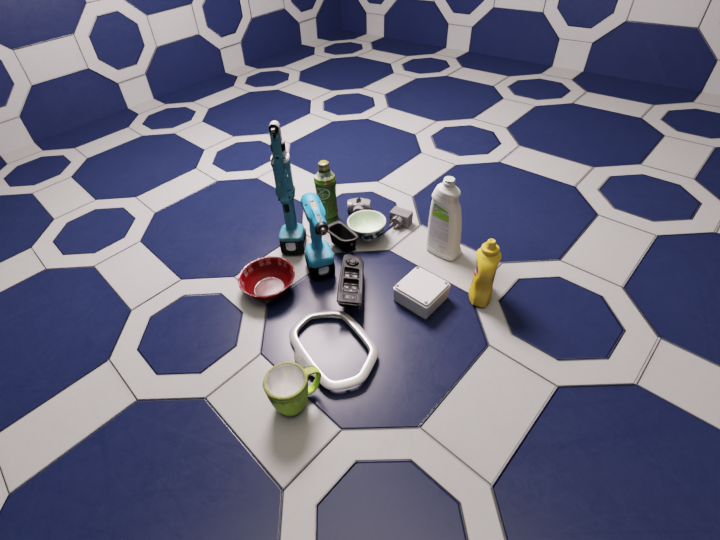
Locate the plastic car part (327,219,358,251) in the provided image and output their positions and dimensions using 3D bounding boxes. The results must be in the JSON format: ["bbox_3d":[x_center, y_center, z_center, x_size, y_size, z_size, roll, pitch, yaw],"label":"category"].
[{"bbox_3d":[-0.055,-0.094,1.295,0.065,0.068,0.123,-27,47,-23],"label":"plastic car part"}]

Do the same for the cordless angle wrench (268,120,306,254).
[{"bbox_3d":[-0.215,-0.227,1.208,0.075,0.408,0.101,0,42,2],"label":"cordless angle wrench"}]

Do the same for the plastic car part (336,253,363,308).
[{"bbox_3d":[-0.024,0.034,1.157,0.067,0.065,0.208,-1,43,4],"label":"plastic car part"}]

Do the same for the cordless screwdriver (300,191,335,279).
[{"bbox_3d":[-0.113,-0.074,1.155,0.073,0.240,0.167,-13,43,-12],"label":"cordless screwdriver"}]

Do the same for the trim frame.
[{"bbox_3d":[-0.070,0.185,1.028,0.180,0.026,0.263,-28,47,-21],"label":"trim frame"}]
